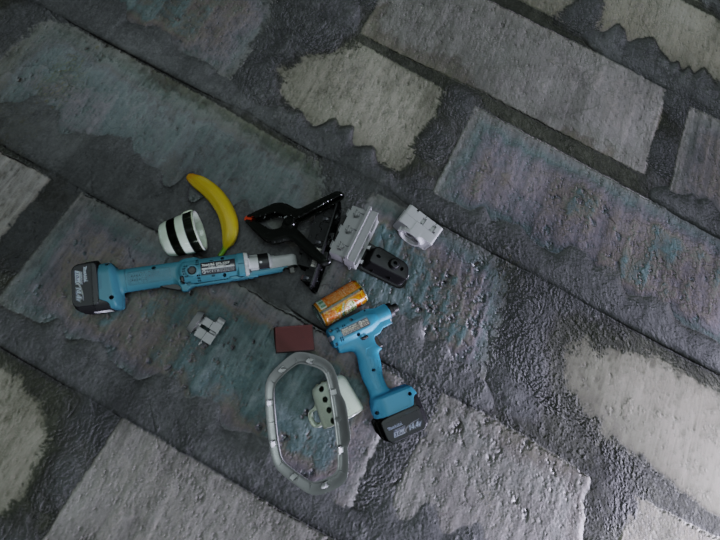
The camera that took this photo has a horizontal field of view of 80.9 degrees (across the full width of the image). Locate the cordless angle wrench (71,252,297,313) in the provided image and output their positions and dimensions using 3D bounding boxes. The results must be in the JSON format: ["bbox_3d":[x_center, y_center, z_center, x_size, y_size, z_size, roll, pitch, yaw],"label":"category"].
[{"bbox_3d":[-0.336,0.007,0.846,0.416,0.074,0.099,-9,79,-11],"label":"cordless angle wrench"}]

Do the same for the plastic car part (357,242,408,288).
[{"bbox_3d":[0.057,-0.013,0.896,0.117,0.070,0.066,28,76,2],"label":"plastic car part"}]

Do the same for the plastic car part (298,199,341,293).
[{"bbox_3d":[-0.088,-0.058,0.899,0.070,0.063,0.204,15,74,20],"label":"plastic car part"}]

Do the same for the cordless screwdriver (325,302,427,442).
[{"bbox_3d":[0.052,0.195,0.842,0.157,0.074,0.254,-24,76,-13],"label":"cordless screwdriver"}]

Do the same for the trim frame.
[{"bbox_3d":[-0.100,0.277,0.777,0.190,0.026,0.253,-13,75,25],"label":"trim frame"}]
